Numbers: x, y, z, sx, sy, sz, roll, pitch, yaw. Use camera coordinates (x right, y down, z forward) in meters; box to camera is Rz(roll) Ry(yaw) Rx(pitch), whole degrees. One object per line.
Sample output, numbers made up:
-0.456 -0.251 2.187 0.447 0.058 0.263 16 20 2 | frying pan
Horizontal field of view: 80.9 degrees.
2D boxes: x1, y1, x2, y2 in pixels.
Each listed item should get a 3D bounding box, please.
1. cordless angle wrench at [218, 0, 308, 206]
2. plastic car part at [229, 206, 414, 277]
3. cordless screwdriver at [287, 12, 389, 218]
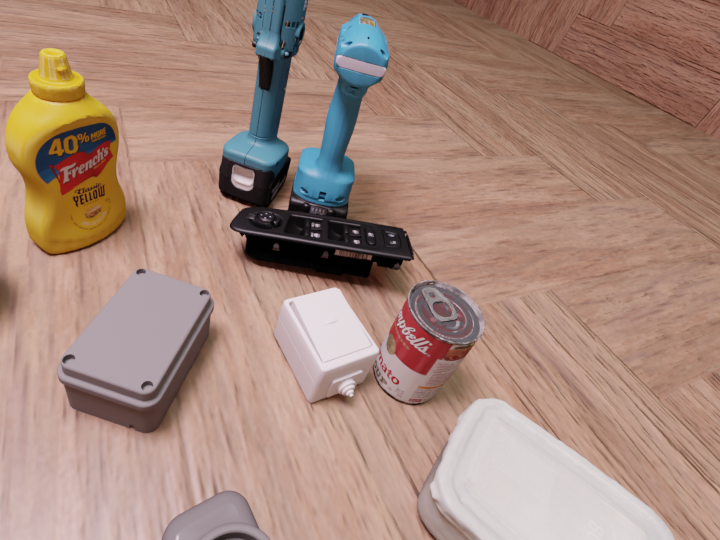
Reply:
-0.090 -0.264 0.462 0.074 0.417 0.099 21 40 -2 | cordless angle wrench
-0.048 -0.031 0.487 0.200 0.066 0.068 12 41 -7 | plastic car part
-0.028 -0.175 0.516 0.073 0.245 0.164 13 41 -11 | cordless screwdriver
